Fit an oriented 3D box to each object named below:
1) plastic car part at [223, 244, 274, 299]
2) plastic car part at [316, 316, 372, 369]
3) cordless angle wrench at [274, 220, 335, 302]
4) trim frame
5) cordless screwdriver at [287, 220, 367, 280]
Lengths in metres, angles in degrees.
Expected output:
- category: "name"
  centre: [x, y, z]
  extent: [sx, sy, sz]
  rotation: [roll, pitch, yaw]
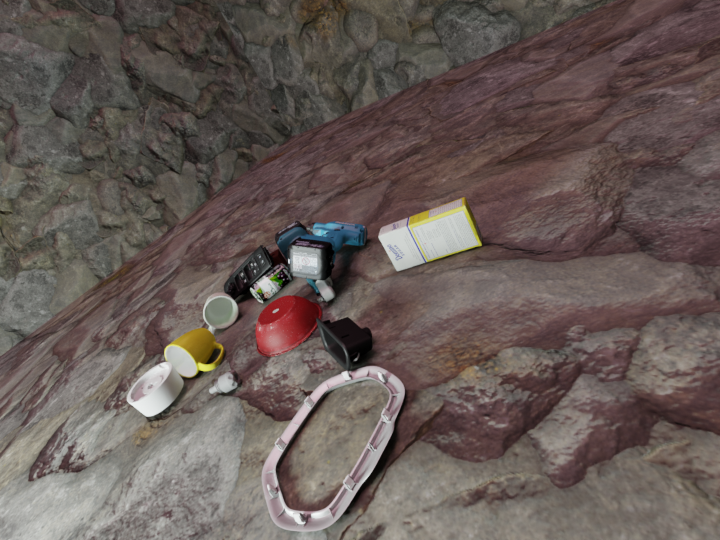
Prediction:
- category: "plastic car part"
  centre: [-0.297, 0.012, 1.135]
  extent: [0.206, 0.068, 0.064]
  rotation: [-38, -13, 26]
- category: "plastic car part"
  centre: [-0.018, 0.116, 0.714]
  extent: [0.069, 0.064, 0.122]
  rotation: [-24, 23, -22]
- category: "cordless angle wrench"
  centre: [-0.134, -0.024, 1.070]
  extent: [0.097, 0.071, 0.442]
  rotation: [-33, 28, -5]
- category: "trim frame"
  centre: [-0.038, 0.224, 0.575]
  extent: [0.193, 0.026, 0.246]
  rotation: [-3, 36, 43]
- category: "cordless screwdriver"
  centre: [-0.097, -0.063, 0.990]
  extent: [0.165, 0.073, 0.245]
  rotation: [9, 24, 20]
